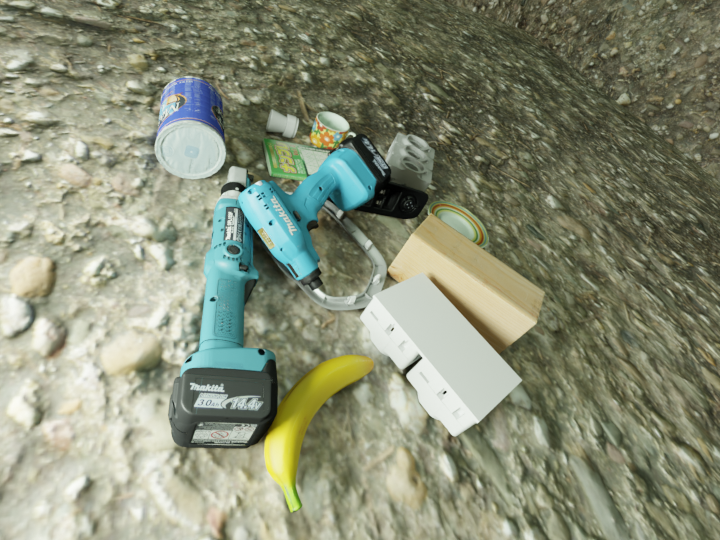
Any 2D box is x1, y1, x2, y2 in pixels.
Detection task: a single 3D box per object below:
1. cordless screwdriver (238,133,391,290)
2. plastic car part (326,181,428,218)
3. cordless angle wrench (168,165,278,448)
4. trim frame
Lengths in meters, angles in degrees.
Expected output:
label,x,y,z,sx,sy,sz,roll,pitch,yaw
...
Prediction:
label,x,y,z,sx,sy,sz,roll,pitch,yaw
cordless screwdriver,-0.045,-0.093,0.620,0.244,0.076,0.158,-41,99,-40
plastic car part,0.023,-0.141,0.775,0.198,0.065,0.069,11,19,-15
cordless angle wrench,-0.164,-0.007,0.537,0.095,0.074,0.440,8,43,-22
trim frame,-0.063,-0.042,0.649,0.178,0.027,0.258,-23,63,-38
